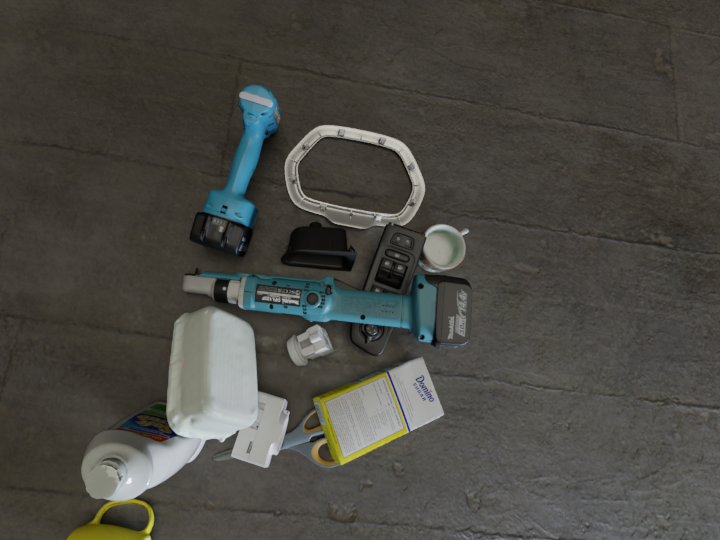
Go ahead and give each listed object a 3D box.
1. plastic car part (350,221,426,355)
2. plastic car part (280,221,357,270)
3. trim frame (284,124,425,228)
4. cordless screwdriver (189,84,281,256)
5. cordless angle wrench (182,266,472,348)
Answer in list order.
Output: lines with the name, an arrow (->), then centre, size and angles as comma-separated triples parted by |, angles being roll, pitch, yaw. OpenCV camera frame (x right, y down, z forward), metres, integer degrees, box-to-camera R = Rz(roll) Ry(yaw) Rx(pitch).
plastic car part -> 0.036, 0.030, 0.668 | 0.066, 0.067, 0.204 | 20, 80, -1
plastic car part -> -0.067, -0.044, 0.683 | 0.116, 0.065, 0.072 | 7, 62, -3
trim frame -> -0.007, -0.161, 0.730 | 0.246, 0.027, 0.186 | 11, 77, -6
cordless screwdriver -> -0.181, -0.149, 0.664 | 0.074, 0.160, 0.248 | 17, 92, -5
cordless angle wrench -> -0.064, 0.041, 0.619 | 0.430, 0.072, 0.099 | 5, 81, 10
